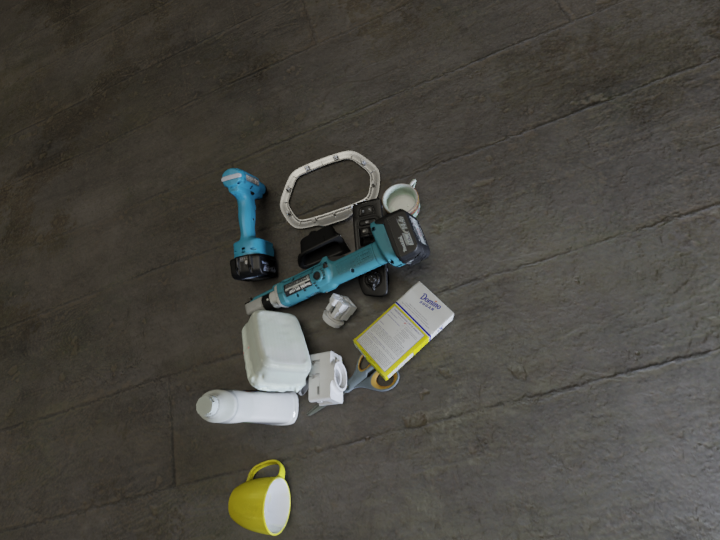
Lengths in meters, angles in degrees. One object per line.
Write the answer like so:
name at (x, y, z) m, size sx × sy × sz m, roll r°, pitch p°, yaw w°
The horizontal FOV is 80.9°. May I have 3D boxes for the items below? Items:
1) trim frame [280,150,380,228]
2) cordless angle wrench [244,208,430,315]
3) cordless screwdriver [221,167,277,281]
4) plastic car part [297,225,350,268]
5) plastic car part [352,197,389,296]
trim frame at (-0.076, -0.189, 0.990) m, size 0.252 × 0.026 × 0.190 m, roll -16°, pitch 67°, yaw 11°
cordless angle wrench at (-0.074, 0.011, 0.855) m, size 0.433 × 0.070 × 0.101 m, roll -25°, pitch 69°, yaw 24°
cordless screwdriver at (-0.244, -0.102, 0.971) m, size 0.076 × 0.154 × 0.251 m, roll -12°, pitch 83°, yaw 15°
plastic car part at (-0.091, -0.060, 0.934) m, size 0.118 × 0.062 × 0.074 m, roll -21°, pitch 52°, yaw 13°
plastic car part at (0.025, -0.042, 0.877) m, size 0.068 × 0.064 × 0.207 m, roll -9°, pitch 72°, yaw 18°
